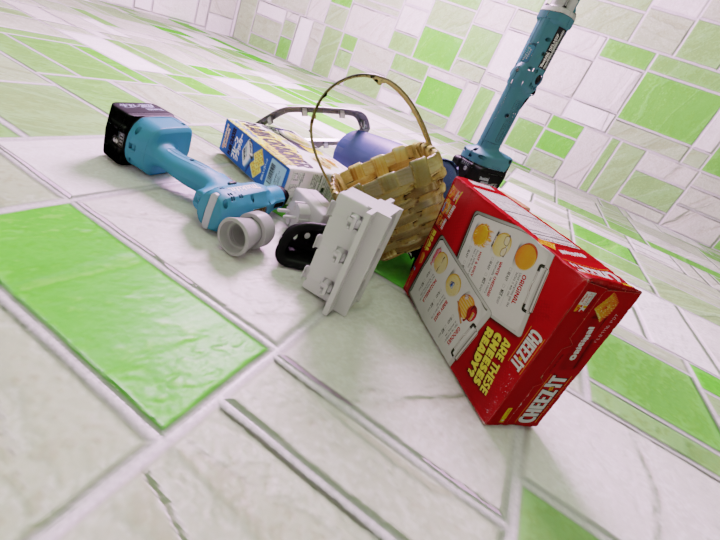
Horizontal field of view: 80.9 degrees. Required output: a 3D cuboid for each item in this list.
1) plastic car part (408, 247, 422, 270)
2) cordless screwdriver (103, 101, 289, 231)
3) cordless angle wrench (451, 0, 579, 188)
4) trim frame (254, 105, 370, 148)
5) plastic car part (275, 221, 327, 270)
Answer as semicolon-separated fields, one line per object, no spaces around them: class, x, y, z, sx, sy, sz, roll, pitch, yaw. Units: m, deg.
plastic car part;0.159;0.003;0.598;0.205;0.066;0.067;19;36;4
cordless screwdriver;-0.225;-0.147;0.592;0.257;0.074;0.155;35;28;16
cordless angle wrench;0.298;-0.347;0.760;0.093;0.419;0.078;3;31;-38
trim frame;-0.098;-0.290;0.875;0.242;0.028;0.188;-5;-4;-19
plastic car part;-0.052;-0.034;0.532;0.113;0.065;0.074;10;13;-17
